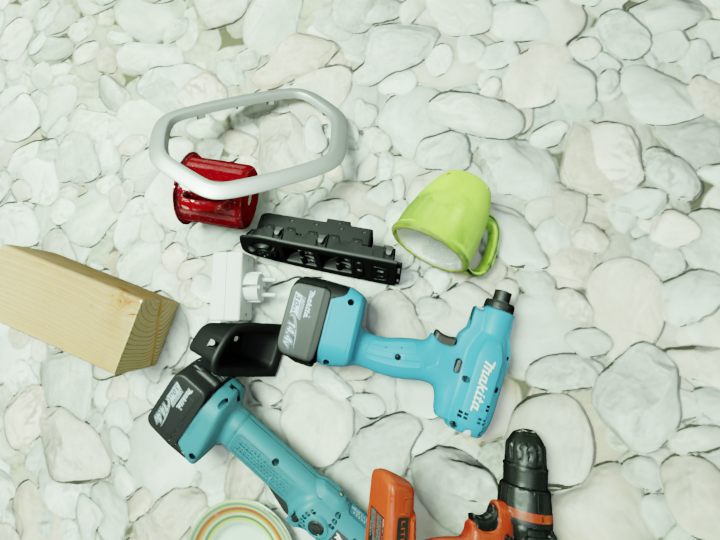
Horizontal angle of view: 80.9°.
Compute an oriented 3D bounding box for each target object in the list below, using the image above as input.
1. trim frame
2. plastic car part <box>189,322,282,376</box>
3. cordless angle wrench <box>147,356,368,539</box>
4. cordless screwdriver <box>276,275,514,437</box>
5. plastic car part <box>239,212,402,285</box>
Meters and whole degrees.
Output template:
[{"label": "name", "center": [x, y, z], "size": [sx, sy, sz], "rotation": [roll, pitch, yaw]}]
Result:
[{"label": "trim frame", "center": [-0.130, -0.165, 0.519], "size": [0.243, 0.027, 0.192], "rotation": [-22, 61, -18]}, {"label": "plastic car part", "center": [-0.148, 0.084, 0.493], "size": [0.074, 0.110, 0.066], "rotation": [11, 84, 31]}, {"label": "cordless angle wrench", "center": [-0.043, 0.259, 0.458], "size": [0.431, 0.073, 0.098], "rotation": [37, 105, 9]}, {"label": "cordless screwdriver", "center": [0.041, 0.065, 0.479], "size": [0.253, 0.073, 0.159], "rotation": [19, 84, 8]}, {"label": "plastic car part", "center": [-0.050, -0.033, 0.515], "size": [0.207, 0.064, 0.068], "rotation": [7, 73, 10]}]
